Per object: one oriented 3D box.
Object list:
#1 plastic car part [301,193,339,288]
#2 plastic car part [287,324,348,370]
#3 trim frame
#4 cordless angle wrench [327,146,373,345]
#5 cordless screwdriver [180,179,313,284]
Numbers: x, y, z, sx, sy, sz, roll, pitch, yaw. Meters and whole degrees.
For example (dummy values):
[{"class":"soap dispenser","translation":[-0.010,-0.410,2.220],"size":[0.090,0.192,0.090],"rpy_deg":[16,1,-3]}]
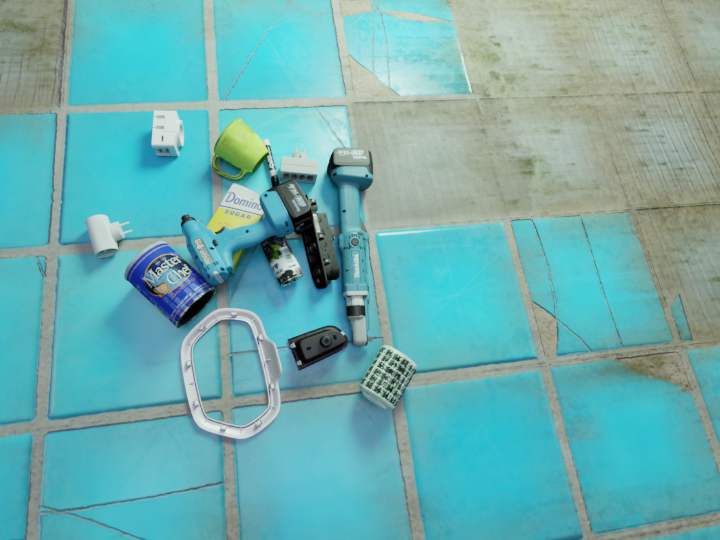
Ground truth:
[{"class":"plastic car part","translation":[-0.088,-0.058,0.902],"size":[0.064,0.068,0.207],"rpy_deg":[2,69,-36]},{"class":"plastic car part","translation":[-0.078,0.144,0.831],"size":[0.115,0.070,0.067],"rpy_deg":[-21,80,-10]},{"class":"trim frame","translation":[-0.247,0.194,0.819],"size":[0.181,0.027,0.254],"rpy_deg":[-14,73,-12]},{"class":"cordless angle wrench","translation":[-0.015,-0.055,0.903],"size":[0.097,0.074,0.430],"rpy_deg":[-1,75,-9]},{"class":"cordless screwdriver","translation":[-0.227,-0.097,0.839],"size":[0.246,0.072,0.165],"rpy_deg":[-32,69,-10]}]
